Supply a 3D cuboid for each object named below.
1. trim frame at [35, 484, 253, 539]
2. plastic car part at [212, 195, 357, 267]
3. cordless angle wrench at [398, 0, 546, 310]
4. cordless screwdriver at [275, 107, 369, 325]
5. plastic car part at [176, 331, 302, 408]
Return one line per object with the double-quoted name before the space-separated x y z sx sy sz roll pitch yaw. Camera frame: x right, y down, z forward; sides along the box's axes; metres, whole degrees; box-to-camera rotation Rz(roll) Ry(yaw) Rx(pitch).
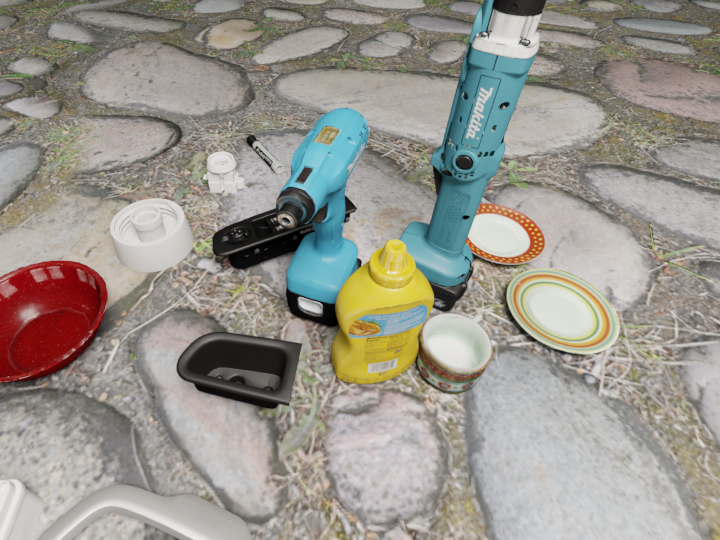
"trim frame" -0.155 0.271 0.315 0.255 0.027 0.185 15 48 13
"plastic car part" -0.109 -0.055 0.596 0.199 0.065 0.070 -19 51 -18
"cordless angle wrench" 0.109 -0.121 0.426 0.101 0.411 0.074 24 49 15
"cordless screwdriver" -0.044 -0.029 0.452 0.076 0.242 0.160 16 48 8
"plastic car part" -0.123 0.110 0.438 0.118 0.069 0.067 8 47 4
